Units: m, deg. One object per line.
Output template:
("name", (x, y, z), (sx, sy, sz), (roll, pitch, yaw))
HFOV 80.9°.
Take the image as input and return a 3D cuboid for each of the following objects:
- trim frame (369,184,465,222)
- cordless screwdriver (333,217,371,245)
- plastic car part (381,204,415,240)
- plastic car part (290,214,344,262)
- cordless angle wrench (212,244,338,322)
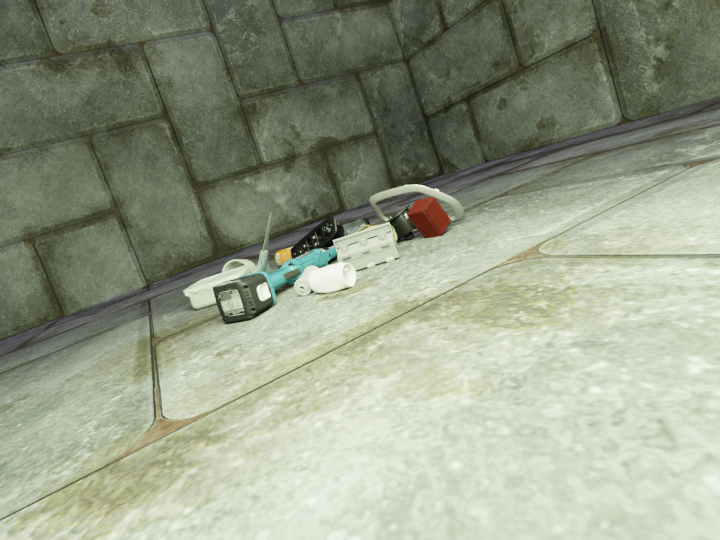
("trim frame", (0.132, -0.149, 1.031), (0.259, 0.175, 0.028), (-8, 54, 52))
("cordless screwdriver", (-0.031, -0.104, 1.248), (0.156, 0.074, 0.256), (-23, 7, -20))
("plastic car part", (0.097, -0.104, 1.026), (0.065, 0.070, 0.119), (-39, 5, -27))
("plastic car part", (-0.111, -0.073, 1.137), (0.064, 0.068, 0.206), (12, -35, -35))
("cordless angle wrench", (-0.150, 0.001, 0.954), (0.101, 0.073, 0.412), (-13, 10, 30))
